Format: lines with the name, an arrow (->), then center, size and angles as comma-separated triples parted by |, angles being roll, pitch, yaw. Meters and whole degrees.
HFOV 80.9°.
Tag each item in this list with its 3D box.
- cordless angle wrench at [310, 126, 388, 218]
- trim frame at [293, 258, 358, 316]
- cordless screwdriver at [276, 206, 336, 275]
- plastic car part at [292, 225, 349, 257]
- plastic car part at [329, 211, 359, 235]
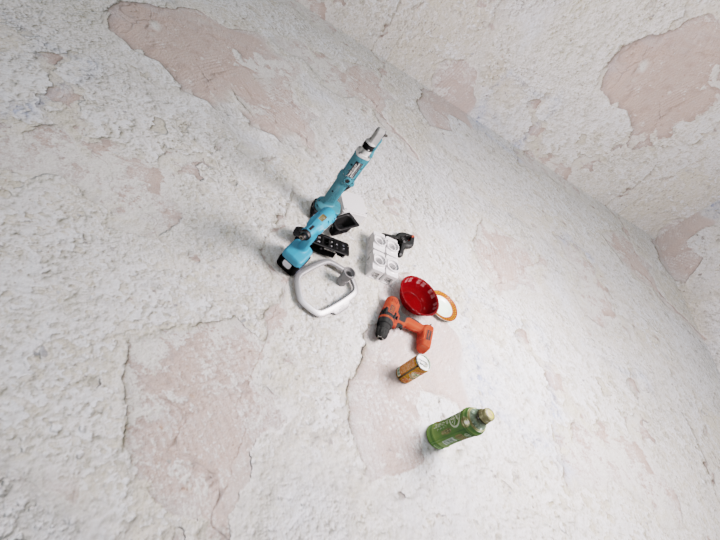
cordless angle wrench -> -0.043, -0.315, 1.419 | 0.095, 0.426, 0.076 | 23, 46, -20
trim frame -> -0.109, 0.054, 1.352 | 0.189, 0.028, 0.241 | 49, 44, 12
cordless screwdriver -> -0.174, -0.074, 1.256 | 0.075, 0.250, 0.157 | 42, 43, -1
plastic car part -> -0.140, -0.091, 1.427 | 0.197, 0.067, 0.068 | 23, 45, -15
plastic car part -> -0.073, -0.157, 1.524 | 0.113, 0.071, 0.068 | -25, 72, -44
